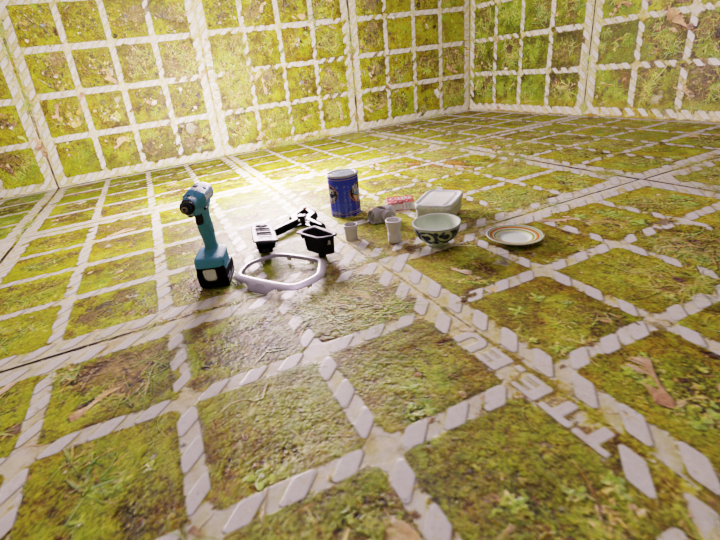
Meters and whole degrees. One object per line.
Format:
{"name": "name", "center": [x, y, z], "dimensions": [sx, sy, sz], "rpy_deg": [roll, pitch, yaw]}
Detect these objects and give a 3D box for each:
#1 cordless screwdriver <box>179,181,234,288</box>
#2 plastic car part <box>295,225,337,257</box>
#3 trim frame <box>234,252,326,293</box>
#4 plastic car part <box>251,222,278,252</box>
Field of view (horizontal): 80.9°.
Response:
{"name": "cordless screwdriver", "center": [-0.366, -0.073, 0.994], "dimensions": [0.074, 0.242, 0.163], "rpy_deg": [-6, 24, -1]}
{"name": "plastic car part", "center": [-0.109, -0.071, 1.117], "dimensions": [0.064, 0.069, 0.123], "rpy_deg": [-23, 29, -32]}
{"name": "trim frame", "center": [-0.196, 0.004, 1.037], "dimensions": [0.261, 0.027, 0.180], "rpy_deg": [9, 31, 31]}
{"name": "plastic car part", "center": [-0.274, -0.091, 1.207], "dimensions": [0.065, 0.065, 0.212], "rpy_deg": [-12, 26, -12]}
